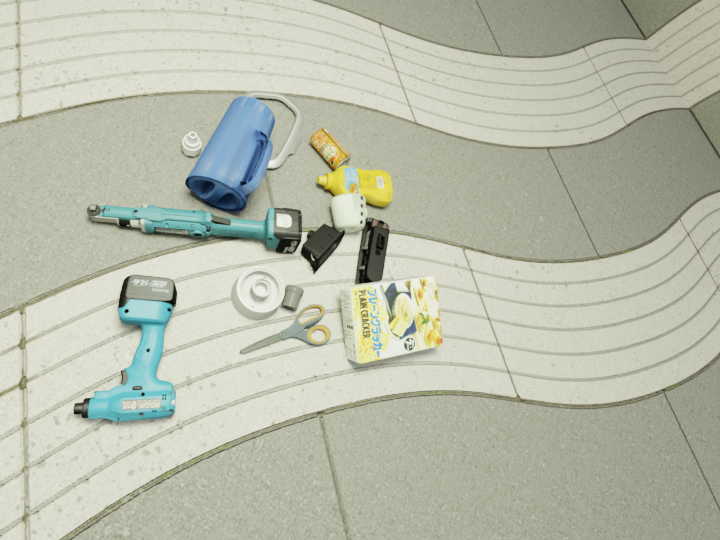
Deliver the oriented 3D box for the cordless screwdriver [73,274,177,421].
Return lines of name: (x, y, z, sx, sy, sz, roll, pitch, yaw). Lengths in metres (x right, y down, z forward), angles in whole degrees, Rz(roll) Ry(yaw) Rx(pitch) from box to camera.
cordless screwdriver: (-0.409, 0.135, 0.754, 0.154, 0.075, 0.254, 2, 71, -21)

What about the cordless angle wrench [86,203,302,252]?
cordless angle wrench: (-0.335, -0.099, 0.882, 0.413, 0.098, 0.076, 4, 68, -15)

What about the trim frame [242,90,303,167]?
trim frame: (-0.237, -0.359, 1.064, 0.181, 0.028, 0.252, 22, 60, -9)

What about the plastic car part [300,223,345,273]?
plastic car part: (-0.095, -0.062, 0.971, 0.072, 0.065, 0.116, 31, 56, 8)

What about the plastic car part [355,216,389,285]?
plastic car part: (0.036, -0.040, 1.008, 0.064, 0.068, 0.206, 22, 64, -21)
